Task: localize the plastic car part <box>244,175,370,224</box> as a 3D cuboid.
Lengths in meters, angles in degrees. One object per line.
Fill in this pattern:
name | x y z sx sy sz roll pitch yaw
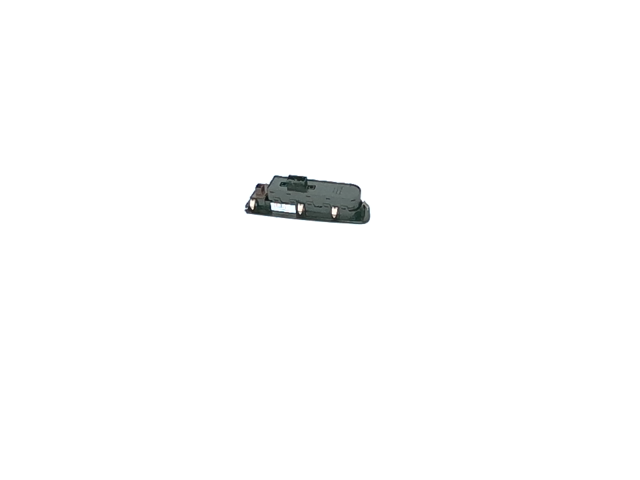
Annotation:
plastic car part | -0.018 -0.069 0.678 0.203 0.067 0.066 11 35 9
